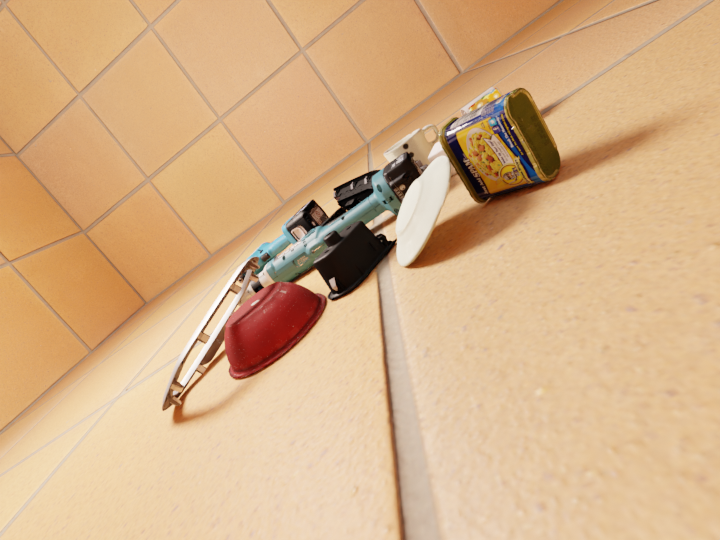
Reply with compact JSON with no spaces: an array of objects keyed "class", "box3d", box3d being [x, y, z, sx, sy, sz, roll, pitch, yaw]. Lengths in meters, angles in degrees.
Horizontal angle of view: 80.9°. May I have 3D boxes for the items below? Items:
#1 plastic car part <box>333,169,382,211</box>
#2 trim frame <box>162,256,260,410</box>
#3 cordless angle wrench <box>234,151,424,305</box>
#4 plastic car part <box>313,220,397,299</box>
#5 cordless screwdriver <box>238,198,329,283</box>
[{"class":"plastic car part","box3d":[0.001,-0.172,0.939,0.210,0.064,0.067,-13,37,55]},{"class":"trim frame","box3d":[-0.204,0.082,0.601,0.250,0.027,0.184,-67,8,-31]},{"class":"cordless angle wrench","box3d":[-0.073,-0.048,0.747,0.429,0.073,0.099,-33,15,21]},{"class":"plastic car part","box3d":[-0.017,-0.024,0.560,0.068,0.070,0.115,-23,18,49]},{"class":"cordless screwdriver","box3d":[-0.191,-0.060,1.013,0.254,0.073,0.159,-31,17,33]}]
